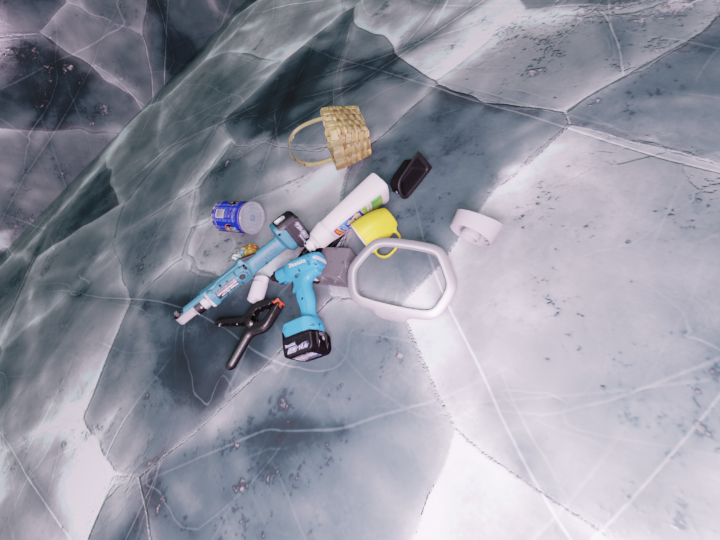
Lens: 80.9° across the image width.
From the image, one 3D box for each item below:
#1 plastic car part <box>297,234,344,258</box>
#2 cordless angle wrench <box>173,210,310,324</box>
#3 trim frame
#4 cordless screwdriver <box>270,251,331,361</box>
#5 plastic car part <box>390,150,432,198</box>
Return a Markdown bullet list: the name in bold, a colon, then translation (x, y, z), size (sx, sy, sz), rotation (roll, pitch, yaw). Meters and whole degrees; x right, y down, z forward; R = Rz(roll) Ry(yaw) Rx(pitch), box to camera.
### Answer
- **plastic car part**: translation (-0.110, -0.072, 1.122), size (0.071, 0.063, 0.203), rotation (16, 69, 49)
- **cordless angle wrench**: translation (-0.324, 0.005, 1.144), size (0.422, 0.093, 0.078), rotation (-39, 29, -4)
- **trim frame**: translation (0.085, 0.019, 0.931), size (0.259, 0.026, 0.185), rotation (9, 76, 27)
- **cordless screwdriver**: translation (-0.151, 0.087, 1.004), size (0.164, 0.070, 0.256), rotation (-21, 59, 29)
- **plastic car part**: translation (0.117, -0.247, 1.103), size (0.116, 0.063, 0.075), rotation (-52, 33, -4)
